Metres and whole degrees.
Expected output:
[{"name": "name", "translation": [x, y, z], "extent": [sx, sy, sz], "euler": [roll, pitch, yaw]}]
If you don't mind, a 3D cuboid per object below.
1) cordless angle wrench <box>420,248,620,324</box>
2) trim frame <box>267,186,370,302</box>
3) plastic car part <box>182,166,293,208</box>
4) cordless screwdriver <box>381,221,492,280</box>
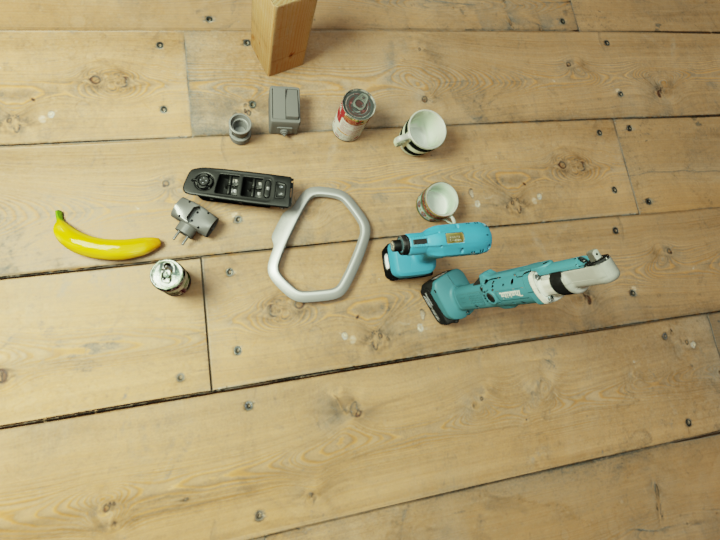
[{"name": "cordless angle wrench", "translation": [0.226, 0.029, 0.675], "extent": [0.073, 0.427, 0.098], "euler": [-29, 90, -18]}, {"name": "trim frame", "translation": [-0.082, -0.054, 0.842], "extent": [0.182, 0.028, 0.249], "euler": [24, 75, -5]}, {"name": "plastic car part", "translation": [-0.234, -0.156, 0.814], "extent": [0.200, 0.067, 0.067], "euler": [7, 79, -10]}, {"name": "cordless screwdriver", "translation": [0.097, -0.031, 0.755], "extent": [0.156, 0.251, 0.075], "euler": [-5, 83, -15]}]
